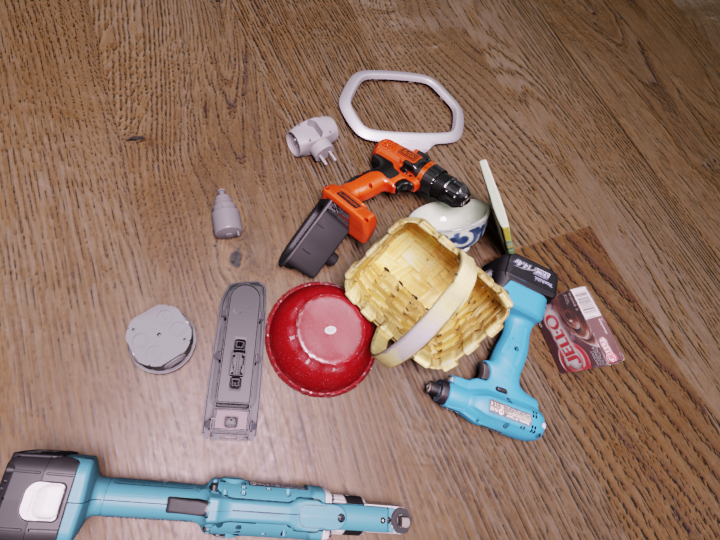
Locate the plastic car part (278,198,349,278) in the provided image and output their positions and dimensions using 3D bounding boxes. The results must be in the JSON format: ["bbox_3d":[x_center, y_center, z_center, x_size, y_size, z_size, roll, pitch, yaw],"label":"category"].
[{"bbox_3d":[-0.060,-0.039,0.612,0.069,0.068,0.116,33,88,-16],"label":"plastic car part"}]

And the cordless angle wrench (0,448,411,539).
[{"bbox_3d":[-0.144,0.254,0.455,0.413,0.098,0.076,12,65,-13],"label":"cordless angle wrench"}]

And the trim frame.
[{"bbox_3d":[0.079,-0.300,0.787,0.242,0.027,0.189,-3,66,-17],"label":"trim frame"}]

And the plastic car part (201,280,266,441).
[{"bbox_3d":[-0.155,0.102,0.533,0.066,0.066,0.208,3,63,-7],"label":"plastic car part"}]

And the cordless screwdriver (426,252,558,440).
[{"bbox_3d":[0.191,0.096,0.610,0.158,0.074,0.251,19,67,-5],"label":"cordless screwdriver"}]
